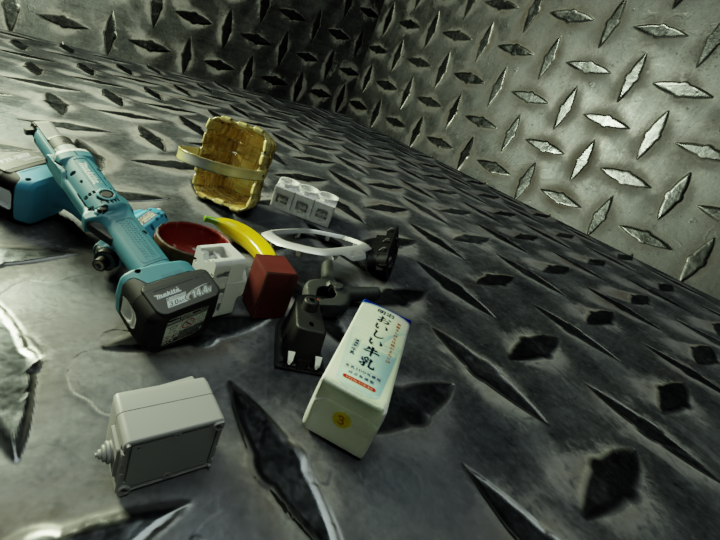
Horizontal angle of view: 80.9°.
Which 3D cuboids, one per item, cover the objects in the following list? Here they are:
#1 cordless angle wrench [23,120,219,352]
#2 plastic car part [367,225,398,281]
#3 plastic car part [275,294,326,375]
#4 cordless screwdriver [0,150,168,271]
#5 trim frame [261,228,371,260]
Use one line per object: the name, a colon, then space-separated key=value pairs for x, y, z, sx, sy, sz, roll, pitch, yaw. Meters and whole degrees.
cordless angle wrench: x=-0.343 y=-0.080 z=0.566 sx=0.440 sy=0.074 sz=0.094 roll=44 pitch=38 yaw=22
plastic car part: x=0.049 y=-0.041 z=0.906 sx=0.068 sy=0.065 sz=0.204 roll=8 pitch=23 yaw=4
plastic car part: x=-0.075 y=0.072 z=0.567 sx=0.064 sy=0.070 sz=0.121 roll=15 pitch=28 yaw=-18
cordless screwdriver: x=-0.429 y=-0.083 z=0.621 sx=0.247 sy=0.074 sz=0.161 roll=23 pitch=27 yaw=-4
trim frame: x=-0.080 y=-0.052 z=0.821 sx=0.193 sy=0.027 sz=0.239 roll=16 pitch=12 yaw=26
